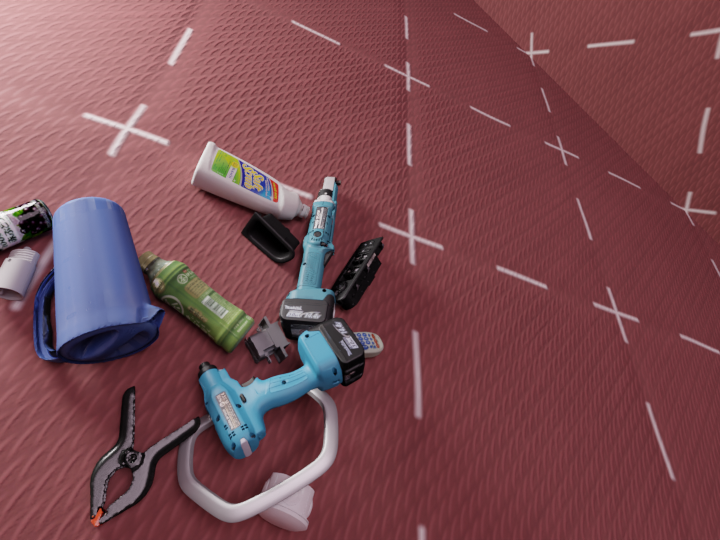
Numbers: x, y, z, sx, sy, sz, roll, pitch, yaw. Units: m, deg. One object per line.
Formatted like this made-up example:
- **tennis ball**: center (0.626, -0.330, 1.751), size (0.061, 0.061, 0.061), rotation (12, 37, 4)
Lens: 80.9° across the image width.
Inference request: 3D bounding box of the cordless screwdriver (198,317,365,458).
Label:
- **cordless screwdriver**: center (-0.125, 0.158, 0.668), size (0.244, 0.072, 0.168), rotation (-28, 51, -22)

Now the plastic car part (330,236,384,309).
- **plastic car part**: center (-0.006, 0.011, 0.901), size (0.201, 0.069, 0.064), rotation (-53, 124, -42)

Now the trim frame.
- **trim frame**: center (-0.148, 0.252, 0.632), size (0.243, 0.026, 0.194), rotation (-24, 48, -21)

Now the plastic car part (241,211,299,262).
- **plastic car part**: center (-0.175, -0.072, 0.872), size (0.116, 0.066, 0.071), rotation (41, 35, -3)

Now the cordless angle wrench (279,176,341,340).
- **cordless angle wrench**: center (-0.087, -0.057, 0.888), size (0.099, 0.072, 0.434), rotation (2, 50, 4)
